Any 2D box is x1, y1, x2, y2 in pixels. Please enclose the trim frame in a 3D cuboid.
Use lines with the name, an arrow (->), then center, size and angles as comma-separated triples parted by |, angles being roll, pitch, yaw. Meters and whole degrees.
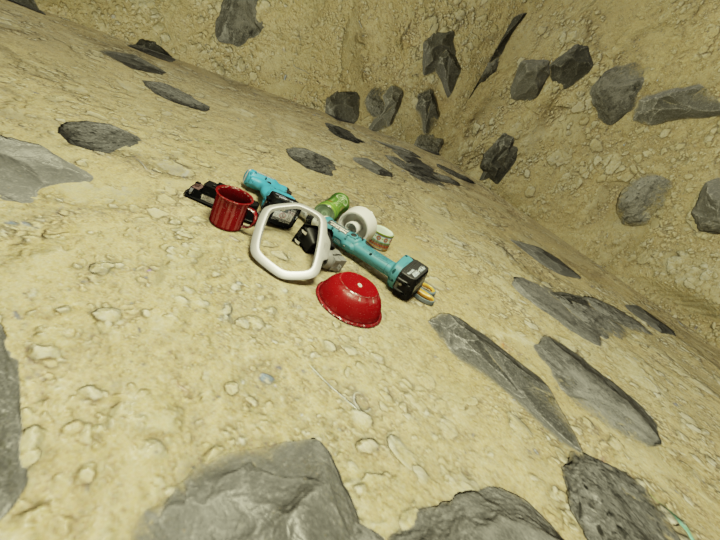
trim frame -> -0.159, -0.074, 0.991 | 0.182, 0.027, 0.255 | 11, 46, -7

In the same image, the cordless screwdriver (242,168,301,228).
cordless screwdriver -> -0.235, -0.206, 1.209 | 0.151, 0.074, 0.262 | 17, 21, -36

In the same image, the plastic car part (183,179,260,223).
plastic car part -> -0.343, -0.183, 1.086 | 0.202, 0.067, 0.067 | 27, 18, -3

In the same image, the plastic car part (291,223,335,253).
plastic car part -> -0.106, -0.070, 1.088 | 0.111, 0.066, 0.074 | 9, 45, -39

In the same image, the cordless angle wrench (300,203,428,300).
cordless angle wrench -> -0.022, -0.075, 1.147 | 0.442, 0.073, 0.095 | 33, 39, 25
